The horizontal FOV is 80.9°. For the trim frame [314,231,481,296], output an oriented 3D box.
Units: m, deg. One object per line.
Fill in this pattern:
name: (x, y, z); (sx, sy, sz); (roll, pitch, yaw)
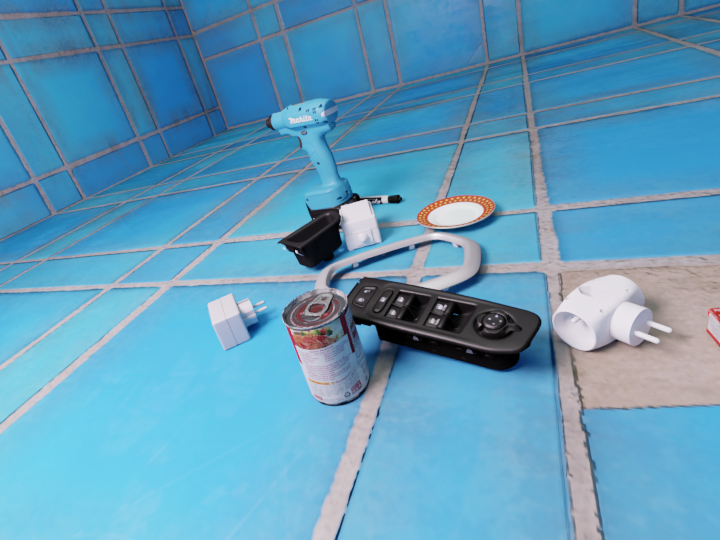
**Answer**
trim frame: (0.053, -0.003, 0.615); (0.247, 0.026, 0.192); (-20, 28, -5)

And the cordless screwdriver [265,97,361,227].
cordless screwdriver: (-0.095, -0.207, 0.841); (0.167, 0.240, 0.073); (4, 31, 36)

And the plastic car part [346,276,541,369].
plastic car part: (0.077, 0.059, 0.446); (0.213, 0.065, 0.065); (5, 34, 37)

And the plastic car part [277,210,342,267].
plastic car part: (-0.070, -0.046, 0.720); (0.114, 0.068, 0.070); (-35, 31, -31)
